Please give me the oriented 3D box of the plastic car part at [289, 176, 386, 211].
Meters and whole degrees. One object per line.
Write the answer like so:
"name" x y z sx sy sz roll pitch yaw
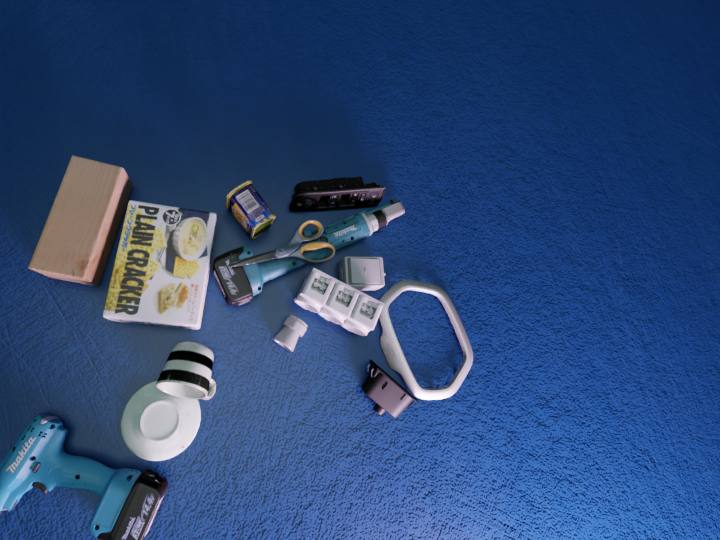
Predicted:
"plastic car part" -0.054 -0.165 0.891 0.199 0.066 0.069 -11 70 -16

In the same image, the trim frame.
"trim frame" 0.131 0.137 0.868 0.180 0.028 0.252 -20 82 -18

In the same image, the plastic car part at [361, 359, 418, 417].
"plastic car part" 0.048 0.238 0.807 0.116 0.066 0.071 44 85 -3

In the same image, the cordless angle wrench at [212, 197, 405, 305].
"cordless angle wrench" -0.083 -0.054 0.852 0.414 0.075 0.099 -25 84 -20

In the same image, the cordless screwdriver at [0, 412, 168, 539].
"cordless screwdriver" -0.441 0.351 0.655 0.249 0.074 0.160 26 71 -1
